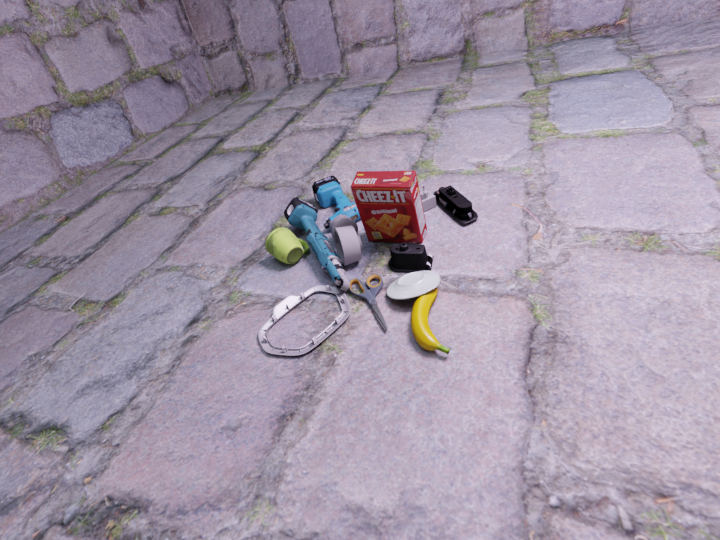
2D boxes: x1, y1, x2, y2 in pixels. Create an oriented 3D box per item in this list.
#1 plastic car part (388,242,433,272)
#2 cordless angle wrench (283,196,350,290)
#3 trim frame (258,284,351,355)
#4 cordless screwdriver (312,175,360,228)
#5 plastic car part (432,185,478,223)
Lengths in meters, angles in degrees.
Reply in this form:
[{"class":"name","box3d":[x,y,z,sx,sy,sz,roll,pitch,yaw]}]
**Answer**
[{"class":"plastic car part","box3d":[0.123,-0.038,1.086,0.120,0.068,0.066,3,38,20]},{"class":"cordless angle wrench","box3d":[-0.120,-0.078,1.223,0.074,0.093,0.445,-54,39,17]},{"class":"trim frame","box3d":[-0.136,0.114,1.026,0.245,0.026,0.195,-40,41,-26]},{"class":"cordless screwdriver","box3d":[-0.093,-0.223,1.415,0.157,0.071,0.263,-27,41,-14]},{"class":"plastic car part","box3d":[0.281,-0.205,1.252,0.065,0.065,0.213,-14,38,-10]}]
